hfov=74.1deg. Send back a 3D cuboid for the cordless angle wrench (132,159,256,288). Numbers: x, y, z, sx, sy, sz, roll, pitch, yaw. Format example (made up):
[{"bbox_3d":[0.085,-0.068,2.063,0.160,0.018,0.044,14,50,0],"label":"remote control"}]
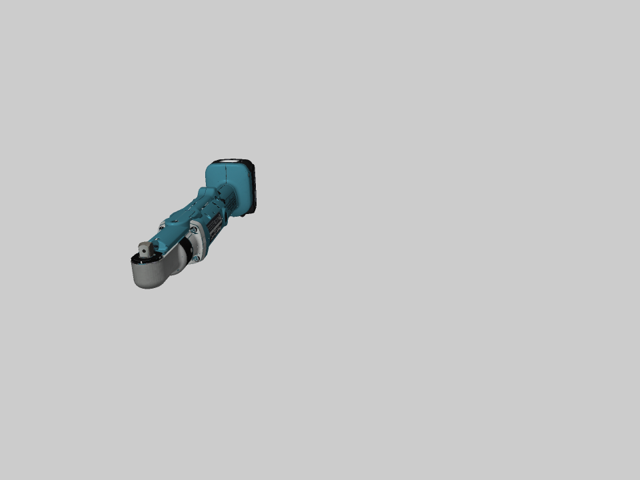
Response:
[{"bbox_3d":[-0.152,-0.033,0.563,0.074,0.098,0.422,0,18,0],"label":"cordless angle wrench"}]
